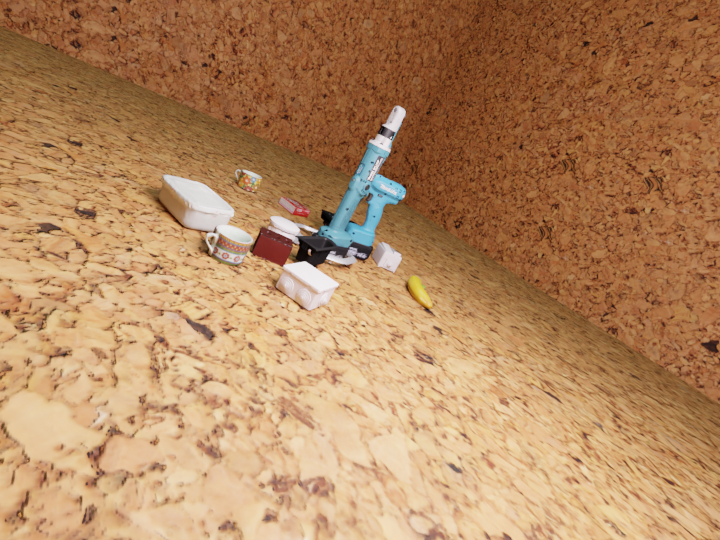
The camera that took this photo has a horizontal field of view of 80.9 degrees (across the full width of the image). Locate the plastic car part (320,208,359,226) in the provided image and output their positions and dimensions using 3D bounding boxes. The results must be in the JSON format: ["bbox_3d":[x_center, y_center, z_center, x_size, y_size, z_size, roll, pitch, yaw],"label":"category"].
[{"bbox_3d":[-0.062,-0.146,1.405,0.070,0.067,0.193,38,19,33],"label":"plastic car part"}]

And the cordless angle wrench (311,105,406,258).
[{"bbox_3d":[0.001,-0.222,1.089,0.093,0.421,0.079,11,23,-49],"label":"cordless angle wrench"}]

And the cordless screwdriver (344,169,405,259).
[{"bbox_3d":[0.007,-0.165,1.242,0.155,0.248,0.077,24,16,-16],"label":"cordless screwdriver"}]

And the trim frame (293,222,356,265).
[{"bbox_3d":[-0.114,-0.075,1.165,0.174,0.027,0.263,13,21,-41],"label":"trim frame"}]

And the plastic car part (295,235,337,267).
[{"bbox_3d":[-0.106,-0.039,0.982,0.069,0.071,0.112,35,17,24],"label":"plastic car part"}]
